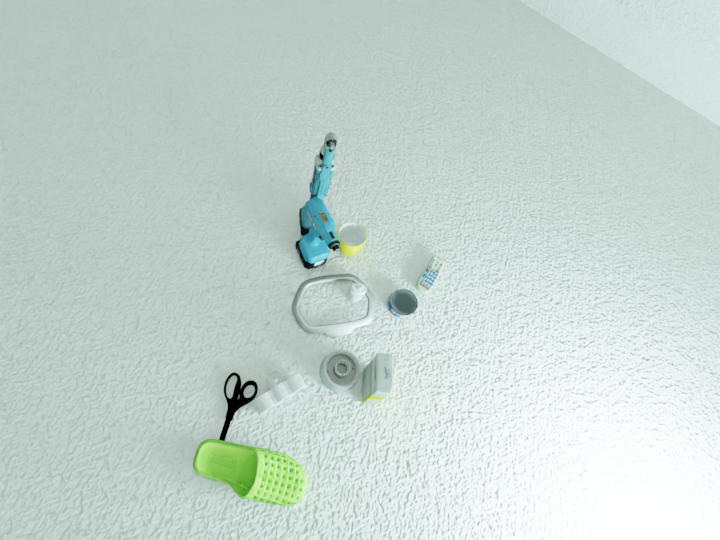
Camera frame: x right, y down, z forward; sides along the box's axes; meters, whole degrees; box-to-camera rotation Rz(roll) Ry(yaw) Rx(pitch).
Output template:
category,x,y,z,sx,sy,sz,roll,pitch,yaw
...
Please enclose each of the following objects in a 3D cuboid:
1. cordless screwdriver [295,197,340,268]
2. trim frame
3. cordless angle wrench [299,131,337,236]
category,x,y,z,sx,sy,sz,roll,pitch,yaw
cordless screwdriver,-0.117,-0.076,1.194,0.073,0.246,0.164,-19,70,-21
trim frame,-0.078,0.099,1.231,0.244,0.027,0.190,-8,64,-13
cordless angle wrench,-0.114,-0.232,1.179,0.073,0.419,0.101,-1,65,-15
